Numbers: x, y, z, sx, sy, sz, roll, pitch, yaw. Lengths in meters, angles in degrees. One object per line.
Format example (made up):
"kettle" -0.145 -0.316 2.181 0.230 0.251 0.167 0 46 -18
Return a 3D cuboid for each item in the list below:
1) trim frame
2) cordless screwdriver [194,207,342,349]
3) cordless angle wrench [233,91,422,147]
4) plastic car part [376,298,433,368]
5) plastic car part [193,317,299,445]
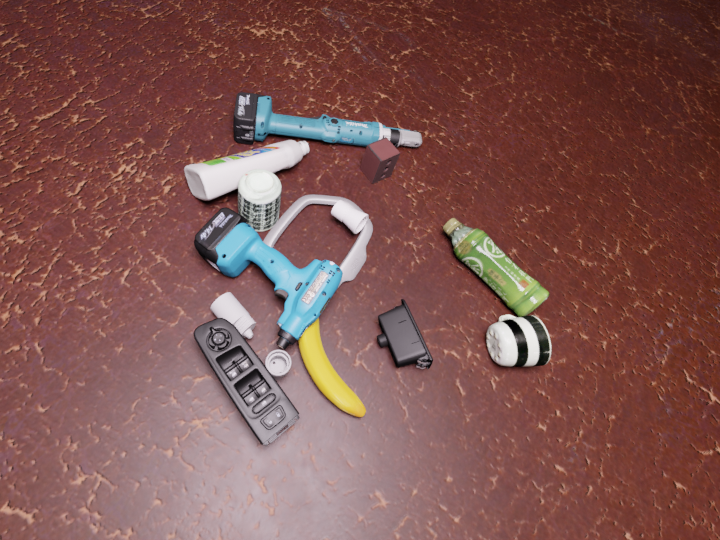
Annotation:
"trim frame" -0.079 -0.052 0.808 0.188 0.027 0.248 28 58 9
"cordless screwdriver" -0.172 0.009 0.715 0.256 0.072 0.159 29 70 14
"cordless angle wrench" -0.065 -0.314 0.940 0.417 0.073 0.101 5 60 -9
"plastic car part" 0.066 0.116 0.717 0.070 0.064 0.121 -22 63 -6
"plastic car part" -0.177 0.159 0.643 0.065 0.066 0.209 -35 74 -19
